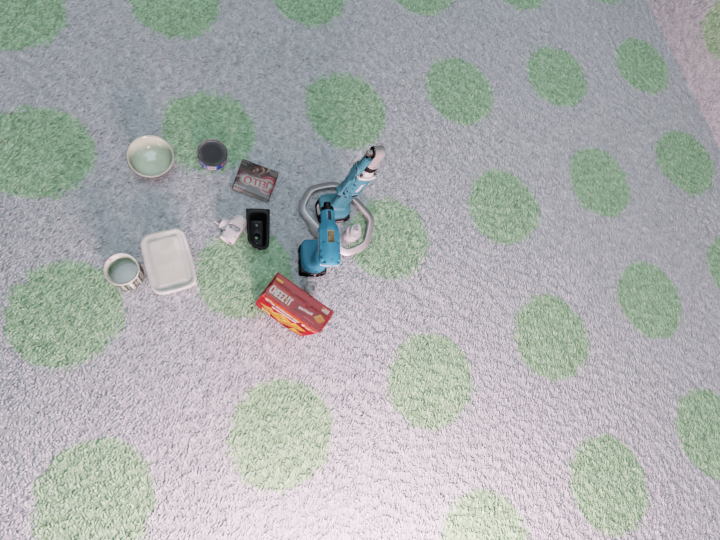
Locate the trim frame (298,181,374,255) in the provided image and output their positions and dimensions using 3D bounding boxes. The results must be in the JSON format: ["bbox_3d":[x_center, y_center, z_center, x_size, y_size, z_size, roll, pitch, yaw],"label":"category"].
[{"bbox_3d":[-0.070,-0.157,1.259,0.249,0.028,0.183,44,71,0],"label":"trim frame"}]

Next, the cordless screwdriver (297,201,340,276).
[{"bbox_3d":[-0.108,-0.071,1.109,0.072,0.252,0.161,1,78,-18],"label":"cordless screwdriver"}]

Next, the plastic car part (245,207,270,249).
[{"bbox_3d":[-0.285,-0.107,1.171,0.064,0.071,0.118,0,77,-16],"label":"plastic car part"}]

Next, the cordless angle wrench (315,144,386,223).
[{"bbox_3d":[-0.024,-0.213,1.073,0.095,0.428,0.075,-8,82,-20],"label":"cordless angle wrench"}]
